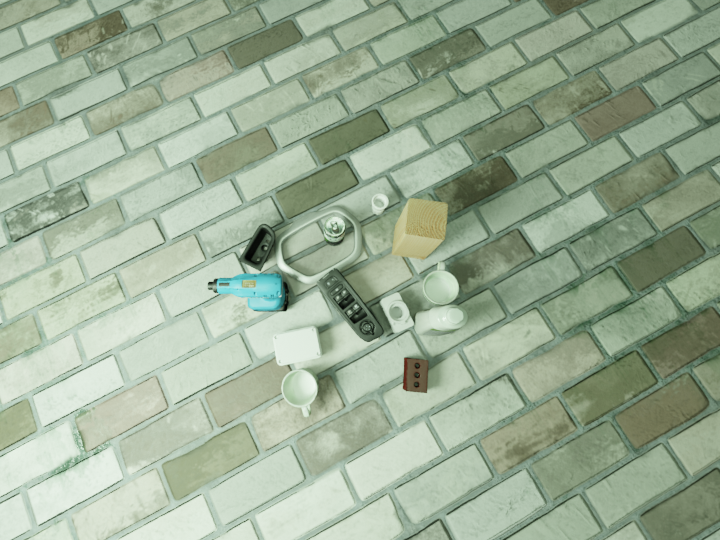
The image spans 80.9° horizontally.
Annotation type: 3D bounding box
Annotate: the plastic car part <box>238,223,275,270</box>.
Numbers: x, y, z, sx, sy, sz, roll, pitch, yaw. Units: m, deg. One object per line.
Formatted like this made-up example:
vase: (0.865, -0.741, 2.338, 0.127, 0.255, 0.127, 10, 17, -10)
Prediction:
plastic car part: (-0.259, -0.058, 1.111, 0.067, 0.070, 0.117, 26, 78, 4)

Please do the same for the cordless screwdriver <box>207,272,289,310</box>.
cordless screwdriver: (-0.251, 0.051, 0.993, 0.159, 0.245, 0.075, 0, 79, -2)

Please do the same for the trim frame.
trim frame: (-0.111, -0.072, 1.132, 0.247, 0.027, 0.188, -31, 77, -6)

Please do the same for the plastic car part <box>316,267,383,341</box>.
plastic car part: (-0.025, 0.093, 1.068, 0.066, 0.066, 0.207, -38, 78, -8)
